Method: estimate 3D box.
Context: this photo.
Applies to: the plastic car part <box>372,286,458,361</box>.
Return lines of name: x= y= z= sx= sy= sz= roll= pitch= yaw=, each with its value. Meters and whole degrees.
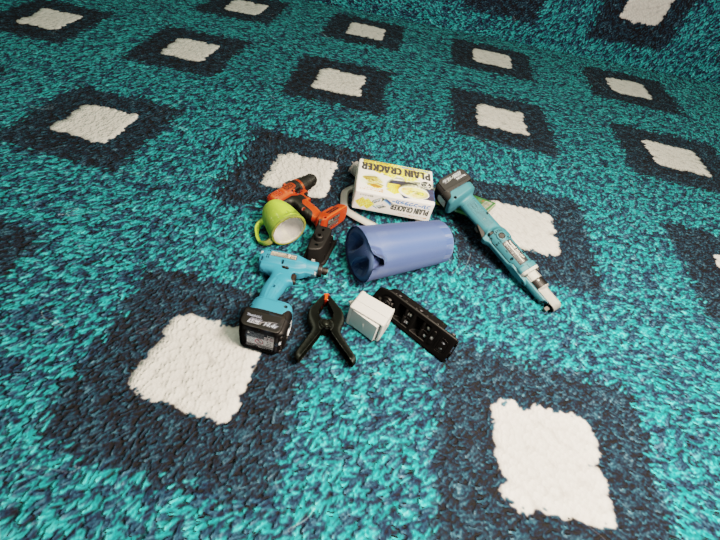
plastic car part: x=0.118 y=0.099 z=0.906 sx=0.211 sy=0.065 sz=0.065 roll=34 pitch=40 yaw=22

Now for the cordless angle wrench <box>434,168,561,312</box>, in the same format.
cordless angle wrench: x=0.349 y=-0.078 z=1.075 sx=0.097 sy=0.072 sz=0.440 roll=-30 pitch=66 yaw=-9

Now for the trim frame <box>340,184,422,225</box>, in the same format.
trim frame: x=0.056 y=-0.172 z=1.181 sx=0.257 sy=0.027 sz=0.182 roll=26 pitch=49 yaw=18

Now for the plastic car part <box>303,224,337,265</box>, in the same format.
plastic car part: x=-0.100 y=-0.065 z=1.024 sx=0.067 sy=0.069 sz=0.118 roll=14 pitch=43 yaw=6

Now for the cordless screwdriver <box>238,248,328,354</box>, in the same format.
cordless screwdriver: x=-0.160 y=0.056 z=0.899 sx=0.159 sy=0.073 sz=0.254 roll=9 pitch=42 yaw=-2
